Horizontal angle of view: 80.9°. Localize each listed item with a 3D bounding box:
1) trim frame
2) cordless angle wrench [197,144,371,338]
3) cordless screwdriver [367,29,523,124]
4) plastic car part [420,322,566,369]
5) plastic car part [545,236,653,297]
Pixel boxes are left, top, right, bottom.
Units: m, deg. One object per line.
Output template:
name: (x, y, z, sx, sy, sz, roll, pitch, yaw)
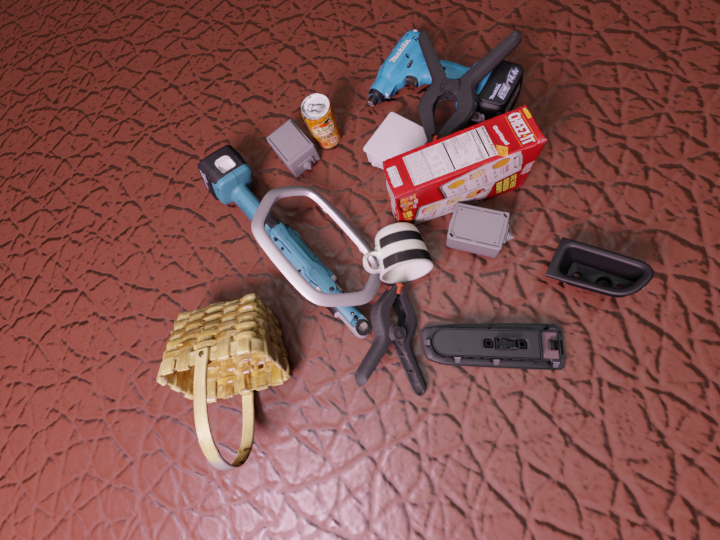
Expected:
trim frame: (-0.068, -0.044, 0.692, 0.255, 0.027, 0.180, 46, 52, 13)
cordless angle wrench: (-0.131, -0.048, 0.737, 0.073, 0.096, 0.436, -37, 72, -19)
cordless screwdriver: (0.143, -0.326, 0.758, 0.260, 0.071, 0.159, 33, 85, 24)
plastic car part: (0.191, 0.111, 0.622, 0.208, 0.065, 0.067, -1, 82, 16)
plastic car part: (0.341, 0.008, 0.607, 0.123, 0.067, 0.066, 23, 81, 33)
